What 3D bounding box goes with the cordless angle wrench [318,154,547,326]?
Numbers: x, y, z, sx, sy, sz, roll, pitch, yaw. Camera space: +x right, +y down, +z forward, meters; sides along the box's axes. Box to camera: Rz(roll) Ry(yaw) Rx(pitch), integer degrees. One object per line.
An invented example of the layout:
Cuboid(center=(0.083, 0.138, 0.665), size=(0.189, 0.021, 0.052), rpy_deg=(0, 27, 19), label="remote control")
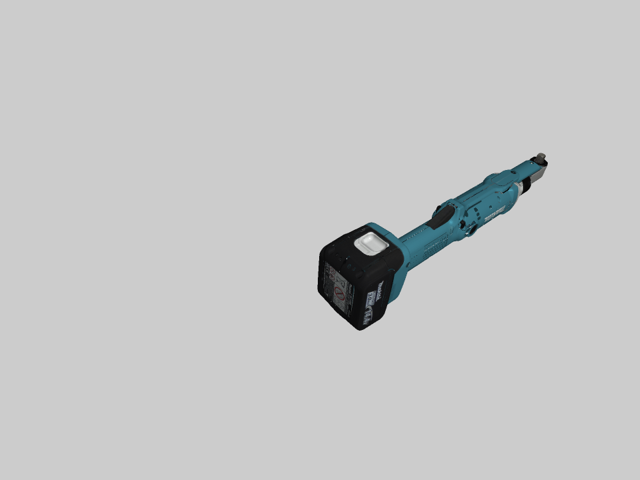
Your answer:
Cuboid(center=(0.182, -0.029, 0.567), size=(0.422, 0.098, 0.074), rpy_deg=(-28, 51, -29), label="cordless angle wrench")
